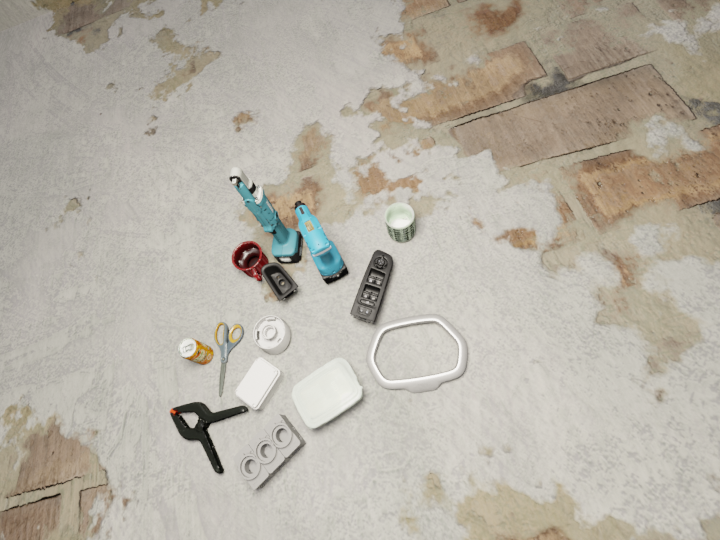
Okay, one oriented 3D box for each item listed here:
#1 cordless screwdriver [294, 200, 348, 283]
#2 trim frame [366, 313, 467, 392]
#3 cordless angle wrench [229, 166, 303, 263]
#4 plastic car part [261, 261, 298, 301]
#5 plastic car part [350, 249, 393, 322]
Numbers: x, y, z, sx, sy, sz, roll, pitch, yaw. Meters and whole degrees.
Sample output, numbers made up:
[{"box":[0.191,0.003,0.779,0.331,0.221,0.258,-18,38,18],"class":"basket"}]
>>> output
[{"box":[-0.109,-0.072,1.119,0.074,0.239,0.166,-27,65,-2],"class":"cordless screwdriver"},{"box":[0.137,0.205,1.052,0.251,0.026,0.190,-13,64,8],"class":"trim frame"},{"box":[-0.240,-0.138,1.088,0.076,0.406,0.100,-2,67,9],"class":"cordless angle wrench"},{"box":[-0.226,0.032,1.197,0.066,0.068,0.122,-38,64,-6],"class":"plastic car part"},{"box":[0.038,0.043,1.129,0.068,0.064,0.204,13,70,17],"class":"plastic car part"}]
